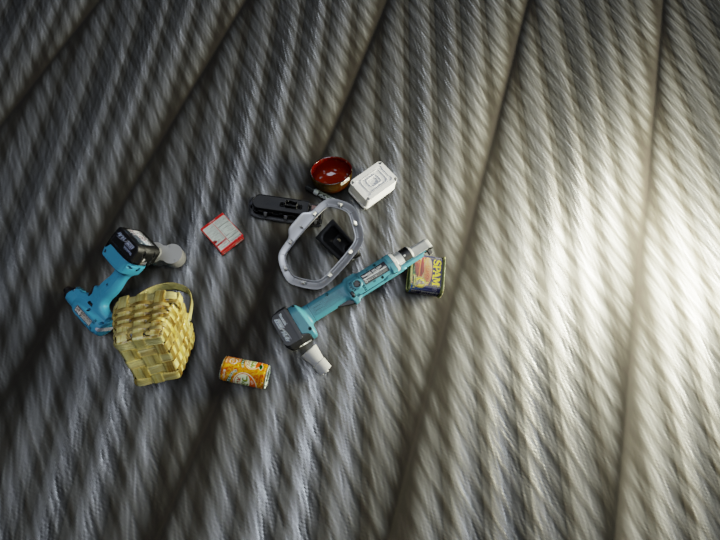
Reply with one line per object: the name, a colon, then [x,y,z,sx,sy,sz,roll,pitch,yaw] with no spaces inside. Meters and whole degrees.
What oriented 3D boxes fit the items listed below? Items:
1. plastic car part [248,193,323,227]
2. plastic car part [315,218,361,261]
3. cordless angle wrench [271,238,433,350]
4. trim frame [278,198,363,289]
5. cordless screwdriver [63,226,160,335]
plastic car part: [-0.200,-0.162,1.111,0.204,0.066,0.067,7,77,3]
plastic car part: [-0.045,-0.064,1.070,0.066,0.068,0.121,-48,68,9]
cordless angle wrench: [-0.010,0.040,1.007,0.420,0.073,0.101,-32,75,-7]
trim frame: [-0.102,-0.067,1.047,0.249,0.026,0.193,-49,63,7]
cordless screwdriver: [-0.593,0.009,0.990,0.165,0.072,0.249,36,96,18]
